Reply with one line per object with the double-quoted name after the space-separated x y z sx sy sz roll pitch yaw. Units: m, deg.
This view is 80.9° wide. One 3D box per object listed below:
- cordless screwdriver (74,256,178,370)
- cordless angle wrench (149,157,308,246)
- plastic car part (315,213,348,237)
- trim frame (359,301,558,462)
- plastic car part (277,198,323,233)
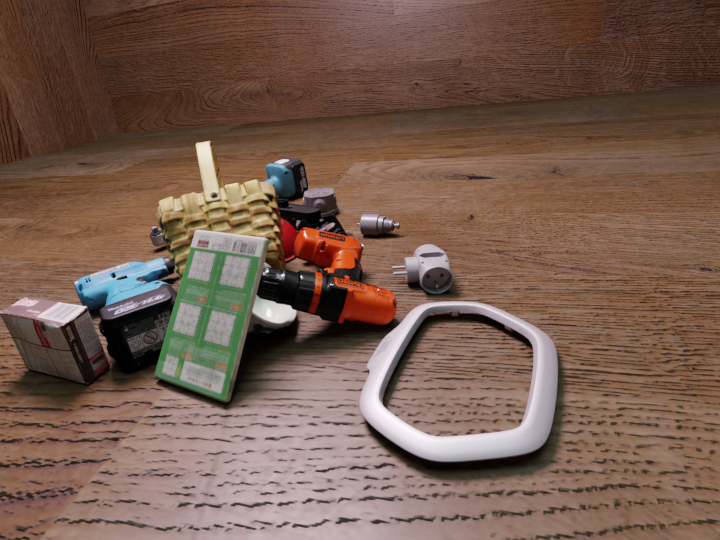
-0.311 0.038 0.614 0.155 0.072 0.263 -24 28 -32 "cordless screwdriver"
-0.294 -0.155 0.984 0.078 0.095 0.414 15 38 37 "cordless angle wrench"
-0.071 -0.046 0.724 0.070 0.065 0.119 -32 9 -20 "plastic car part"
0.101 0.099 0.442 0.192 0.027 0.246 7 32 25 "trim frame"
-0.150 -0.115 0.892 0.214 0.066 0.064 17 26 34 "plastic car part"
